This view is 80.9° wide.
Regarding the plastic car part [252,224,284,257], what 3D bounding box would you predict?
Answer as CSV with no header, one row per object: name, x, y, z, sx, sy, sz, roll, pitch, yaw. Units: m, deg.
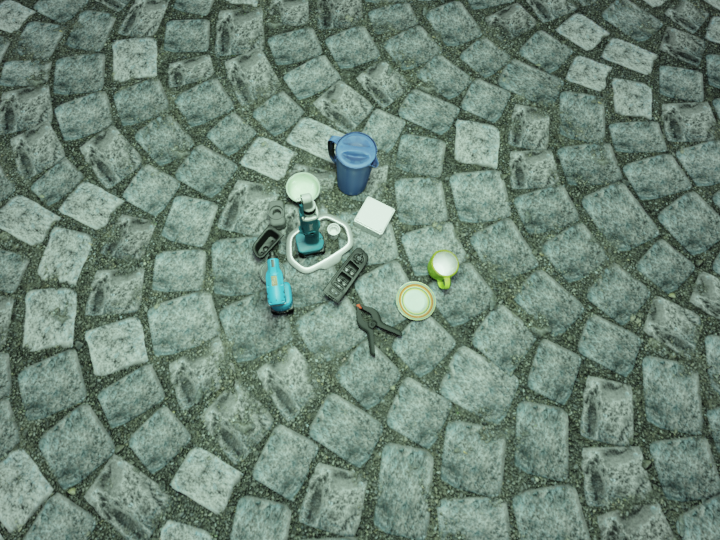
plastic car part,-0.322,-0.087,1.449,0.067,0.070,0.116,35,75,8

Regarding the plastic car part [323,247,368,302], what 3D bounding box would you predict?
plastic car part,-0.044,0.016,1.415,0.068,0.066,0.202,34,75,8

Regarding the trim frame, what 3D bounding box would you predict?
trim frame,-0.144,-0.094,1.472,0.246,0.027,0.189,-32,75,-10

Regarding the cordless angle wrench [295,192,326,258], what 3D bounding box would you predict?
cordless angle wrench,-0.155,-0.136,1.282,0.097,0.417,0.076,-12,76,-8

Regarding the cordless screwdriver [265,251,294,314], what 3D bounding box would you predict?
cordless screwdriver,-0.256,0.049,1.312,0.074,0.245,0.163,-7,74,-7
